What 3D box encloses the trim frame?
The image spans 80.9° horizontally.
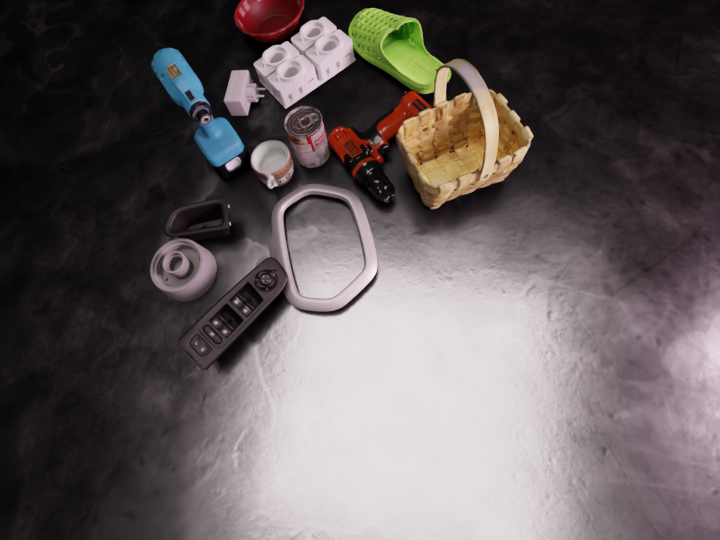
[{"bbox_3d":[-0.072,-0.047,0.737,0.185,0.026,0.256,-16,66,3],"label":"trim frame"}]

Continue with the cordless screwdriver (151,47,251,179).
[{"bbox_3d":[-0.261,-0.247,0.737,0.074,0.240,0.165,-34,69,-7],"label":"cordless screwdriver"}]

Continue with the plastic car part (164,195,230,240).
[{"bbox_3d":[-0.286,-0.082,0.768,0.117,0.068,0.068,-12,68,5],"label":"plastic car part"}]

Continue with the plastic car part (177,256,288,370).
[{"bbox_3d":[-0.194,0.068,0.691,0.069,0.065,0.202,38,79,19],"label":"plastic car part"}]
